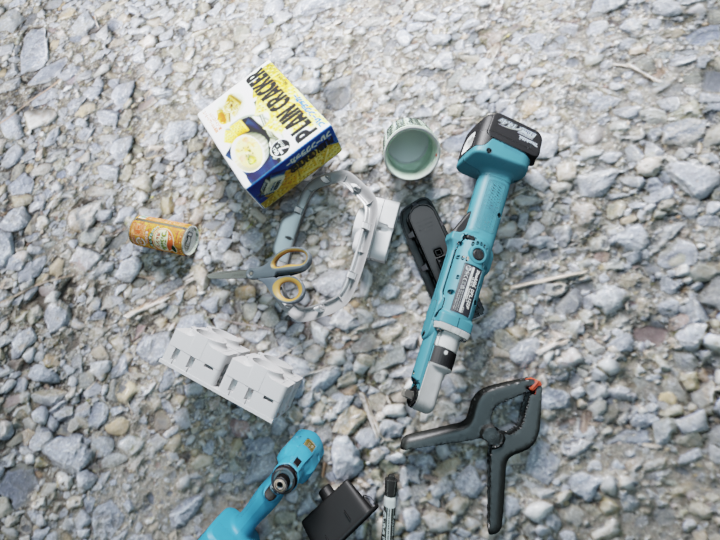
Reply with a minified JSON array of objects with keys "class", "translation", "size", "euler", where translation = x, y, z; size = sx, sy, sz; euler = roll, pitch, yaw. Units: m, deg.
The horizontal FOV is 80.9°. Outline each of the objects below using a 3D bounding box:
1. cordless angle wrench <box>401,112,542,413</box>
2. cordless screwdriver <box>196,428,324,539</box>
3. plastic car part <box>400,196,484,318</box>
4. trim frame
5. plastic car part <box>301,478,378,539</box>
[{"class":"cordless angle wrench","translation":[0.145,-0.018,0.575],"size":[0.097,0.074,0.425],"euler":[23,72,-6]},{"class":"cordless screwdriver","translation":[-0.149,0.336,0.573],"size":[0.076,0.155,0.249],"euler":[39,90,9]},{"class":"plastic car part","translation":[0.116,-0.019,0.641],"size":[0.067,0.065,0.208],"euler":[-24,75,10]},{"class":"trim frame","translation":[-0.065,-0.042,0.661],"size":[0.194,0.026,0.249],"euler":[13,85,40]},{"class":"plastic car part","translation":[-0.037,0.348,0.604],"size":[0.116,0.063,0.074],"euler":[-46,64,-4]}]
